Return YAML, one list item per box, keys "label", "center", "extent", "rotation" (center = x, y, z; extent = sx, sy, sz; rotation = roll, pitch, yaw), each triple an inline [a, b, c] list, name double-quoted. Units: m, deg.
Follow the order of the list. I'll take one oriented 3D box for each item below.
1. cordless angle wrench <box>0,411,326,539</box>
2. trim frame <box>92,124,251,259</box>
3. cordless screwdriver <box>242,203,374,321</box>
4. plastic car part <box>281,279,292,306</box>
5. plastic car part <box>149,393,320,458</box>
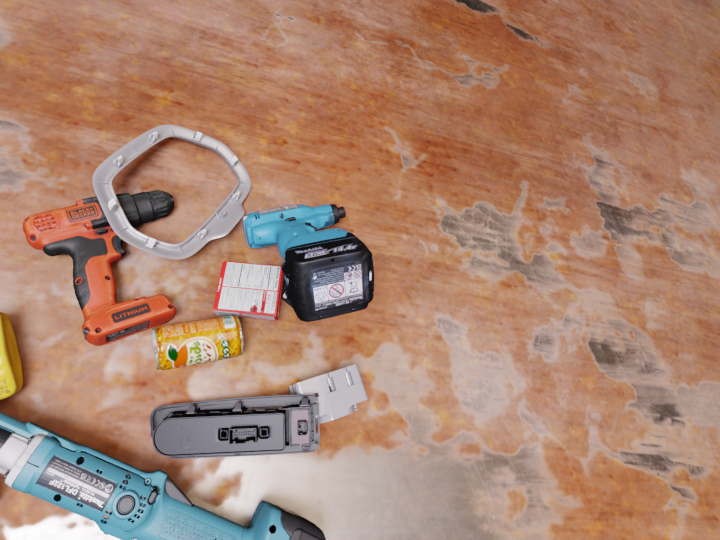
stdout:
- label: "cordless angle wrench"
  center: [-0.239, 0.237, 0.437]
  extent: [0.416, 0.075, 0.098]
  rotation: [29, 61, -9]
- label: "trim frame"
  center: [-0.252, -0.121, 0.599]
  extent: [0.180, 0.028, 0.250]
  rotation: [39, 42, -12]
- label: "cordless screwdriver"
  center: [-0.054, -0.036, 0.557]
  extent: [0.155, 0.262, 0.072]
  rotation: [-15, 117, -20]
- label: "plastic car part"
  center: [-0.061, 0.003, 0.620]
  extent: [0.066, 0.071, 0.116]
  rotation: [38, 63, -4]
- label: "plastic car part"
  center: [-0.149, 0.188, 0.490]
  extent: [0.203, 0.066, 0.067]
  rotation: [-2, 87, 1]
